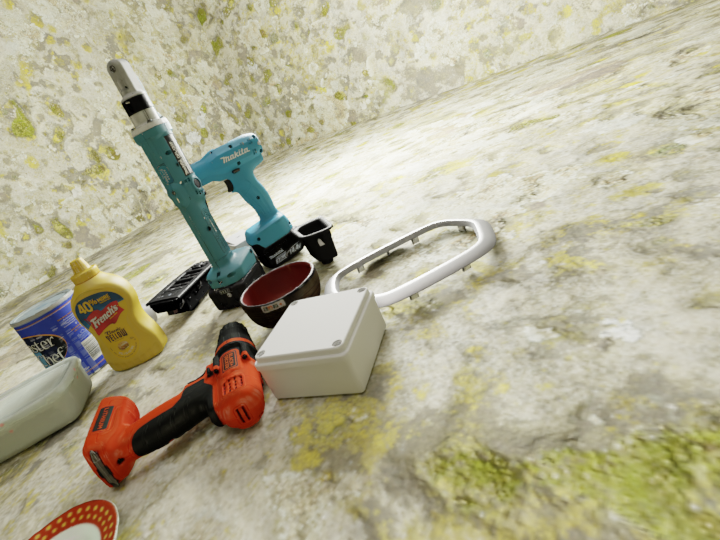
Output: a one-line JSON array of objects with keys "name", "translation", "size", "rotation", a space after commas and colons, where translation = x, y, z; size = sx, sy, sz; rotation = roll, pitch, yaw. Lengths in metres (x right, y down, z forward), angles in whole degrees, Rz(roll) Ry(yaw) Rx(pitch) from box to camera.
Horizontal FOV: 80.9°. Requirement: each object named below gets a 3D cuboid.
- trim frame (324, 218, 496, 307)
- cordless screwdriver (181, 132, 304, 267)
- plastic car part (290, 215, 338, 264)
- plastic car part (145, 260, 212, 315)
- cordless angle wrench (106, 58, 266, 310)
[{"name": "trim frame", "translation": [0.064, -0.012, 0.571], "size": [0.246, 0.027, 0.192], "rotation": [-30, 23, -11]}, {"name": "cordless screwdriver", "translation": [-0.220, -0.118, 0.808], "size": [0.157, 0.241, 0.077], "rotation": [-30, 20, -16]}, {"name": "plastic car part", "translation": [-0.071, -0.046, 0.725], "size": [0.065, 0.069, 0.121], "rotation": [-28, 22, -8]}, {"name": "plastic car part", "translation": [-0.328, 0.034, 0.818], "size": [0.067, 0.065, 0.207], "rotation": [-21, 23, 11]}, {"name": "cordless angle wrench", "translation": [-0.283, -0.131, 0.685], "size": [0.076, 0.410, 0.099], "rotation": [-18, 20, 18]}]
